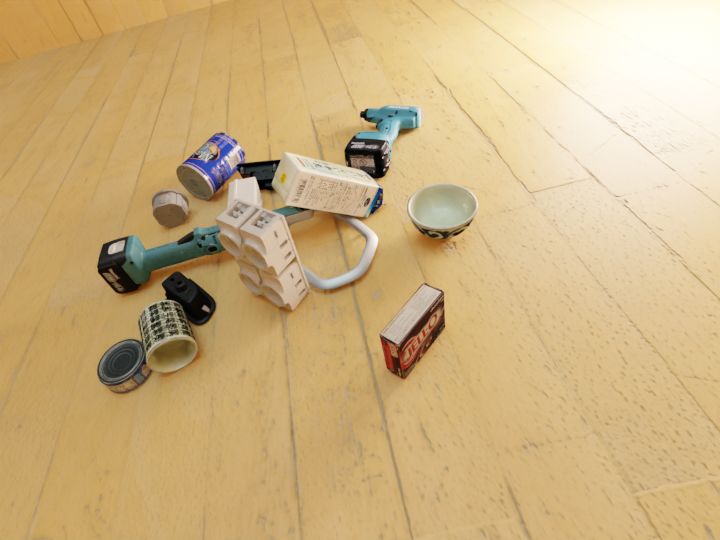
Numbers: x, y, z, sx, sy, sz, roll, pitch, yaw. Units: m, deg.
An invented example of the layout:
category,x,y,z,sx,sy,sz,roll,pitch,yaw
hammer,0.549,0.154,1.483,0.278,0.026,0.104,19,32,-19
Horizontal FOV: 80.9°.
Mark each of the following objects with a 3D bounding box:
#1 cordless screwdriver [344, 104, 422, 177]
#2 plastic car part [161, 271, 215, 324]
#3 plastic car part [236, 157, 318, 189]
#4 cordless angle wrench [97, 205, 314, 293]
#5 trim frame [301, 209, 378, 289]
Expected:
category,x,y,z,sx,sy,sz,roll,pitch,yaw
cordless screwdriver,0.033,-0.321,1.006,0.166,0.071,0.248,13,49,25
plastic car part,-0.320,0.041,0.773,0.123,0.068,0.065,25,59,35
plastic car part,-0.186,-0.222,0.981,0.206,0.063,0.069,-6,57,10
cordless angle wrench,-0.296,-0.061,0.838,0.423,0.094,0.078,-16,47,0
trim frame,-0.080,-0.053,0.823,0.182,0.026,0.263,-38,52,-20
